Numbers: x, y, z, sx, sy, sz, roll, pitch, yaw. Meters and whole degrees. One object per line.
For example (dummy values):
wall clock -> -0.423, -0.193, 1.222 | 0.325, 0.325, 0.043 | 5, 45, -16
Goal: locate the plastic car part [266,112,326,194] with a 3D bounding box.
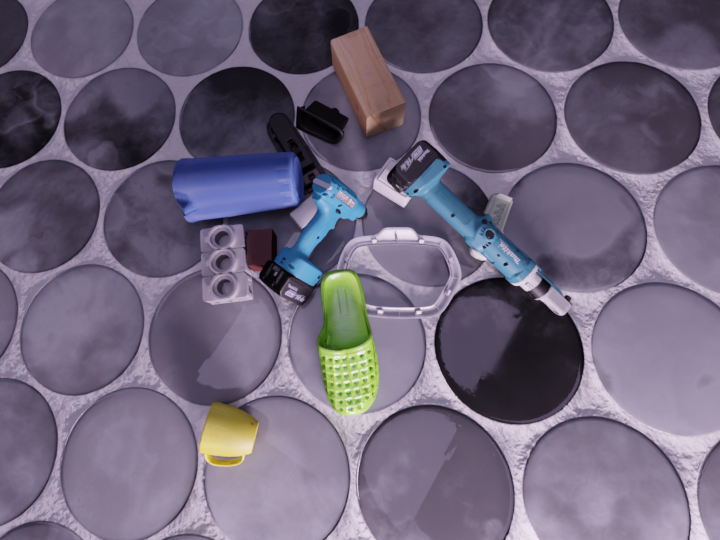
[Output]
plastic car part -> -0.149, -0.267, 0.924 | 0.066, 0.065, 0.209 | -32, 73, 3

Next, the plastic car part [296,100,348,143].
plastic car part -> -0.078, -0.335, 0.938 | 0.118, 0.065, 0.071 | 26, 65, 6

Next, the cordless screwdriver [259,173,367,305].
cordless screwdriver -> -0.082, -0.054, 0.837 | 0.079, 0.150, 0.248 | 31, 92, 37

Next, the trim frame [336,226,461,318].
trim frame -> 0.076, 0.004, 0.850 | 0.251, 0.027, 0.187 | 0, 75, 7

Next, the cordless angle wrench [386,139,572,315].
cordless angle wrench -> 0.233, -0.068, 0.801 | 0.424, 0.074, 0.097 | 44, 82, 1
